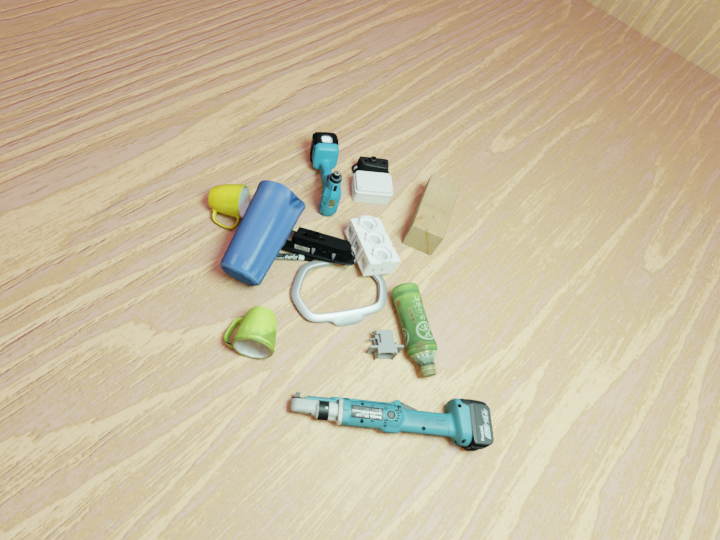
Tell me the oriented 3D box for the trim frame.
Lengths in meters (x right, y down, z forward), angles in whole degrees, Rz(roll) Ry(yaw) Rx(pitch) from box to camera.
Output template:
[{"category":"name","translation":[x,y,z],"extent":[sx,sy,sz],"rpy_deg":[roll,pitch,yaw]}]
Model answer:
[{"category":"trim frame","translation":[-0.053,0.048,1.064],"extent":[0.242,0.027,0.191],"rpy_deg":[-8,60,-17]}]

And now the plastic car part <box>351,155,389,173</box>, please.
[{"category":"plastic car part","translation":[0.038,-0.312,1.273],"extent":[0.115,0.070,0.068],"rpy_deg":[9,57,-10]}]

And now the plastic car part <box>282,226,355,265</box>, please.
[{"category":"plastic car part","translation":[-0.107,-0.070,1.090],"extent":[0.206,0.066,0.067],"rpy_deg":[19,38,6]}]

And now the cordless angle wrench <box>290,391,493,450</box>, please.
[{"category":"cordless angle wrench","translation":[0.060,0.311,0.901],"extent":[0.421,0.073,0.100],"rpy_deg":[7,59,-3]}]

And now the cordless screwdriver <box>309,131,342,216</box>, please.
[{"category":"cordless screwdriver","translation":[-0.091,-0.293,1.187],"extent":[0.073,0.157,0.257],"rpy_deg":[0,58,-14]}]
